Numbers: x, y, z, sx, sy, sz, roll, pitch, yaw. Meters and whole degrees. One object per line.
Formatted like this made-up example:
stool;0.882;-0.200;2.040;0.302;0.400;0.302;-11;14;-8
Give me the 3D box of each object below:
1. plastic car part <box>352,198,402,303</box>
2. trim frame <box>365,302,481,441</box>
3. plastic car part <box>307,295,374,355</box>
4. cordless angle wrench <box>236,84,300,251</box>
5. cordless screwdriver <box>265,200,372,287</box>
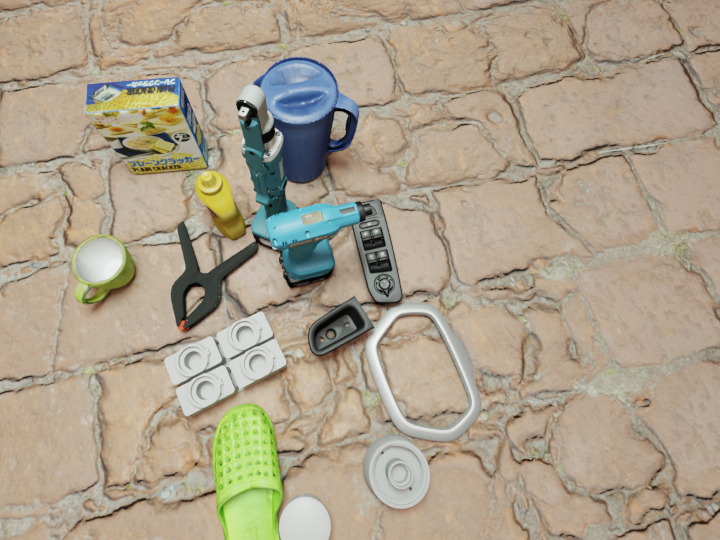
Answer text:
plastic car part;0.027;-0.031;0.813;0.066;0.066;0.208;-11;72;-7
trim frame;0.115;0.179;0.764;0.182;0.027;0.255;-21;73;-8
plastic car part;-0.045;0.108;0.762;0.115;0.070;0.068;-30;77;-11
cordless angle wrench;-0.144;-0.141;0.662;0.075;0.418;0.098;21;73;0
cordless screwdriver;-0.071;-0.046;0.722;0.158;0.246;0.076;-15;76;-9
